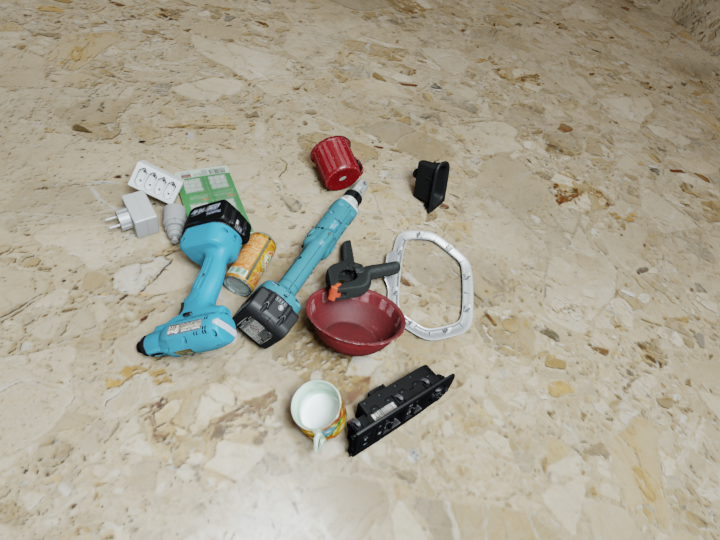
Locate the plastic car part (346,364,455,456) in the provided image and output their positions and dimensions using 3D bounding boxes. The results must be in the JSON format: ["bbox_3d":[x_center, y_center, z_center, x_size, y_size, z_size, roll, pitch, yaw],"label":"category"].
[{"bbox_3d":[0.057,0.203,0.649,0.197,0.064,0.071,-19,39,-25],"label":"plastic car part"}]

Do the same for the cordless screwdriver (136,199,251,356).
[{"bbox_3d":[-0.258,0.013,0.661,0.163,0.070,0.256,-16,52,19],"label":"cordless screwdriver"}]

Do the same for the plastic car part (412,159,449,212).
[{"bbox_3d":[0.148,-0.197,0.926,0.075,0.112,0.065,27,49,31],"label":"plastic car part"}]

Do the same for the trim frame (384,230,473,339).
[{"bbox_3d":[0.133,0.019,0.815,0.183,0.027,0.253,15,55,-3],"label":"trim frame"}]

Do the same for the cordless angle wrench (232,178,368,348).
[{"bbox_3d":[-0.075,-0.049,0.768,0.073,0.100,0.423,41,49,-11],"label":"cordless angle wrench"}]
